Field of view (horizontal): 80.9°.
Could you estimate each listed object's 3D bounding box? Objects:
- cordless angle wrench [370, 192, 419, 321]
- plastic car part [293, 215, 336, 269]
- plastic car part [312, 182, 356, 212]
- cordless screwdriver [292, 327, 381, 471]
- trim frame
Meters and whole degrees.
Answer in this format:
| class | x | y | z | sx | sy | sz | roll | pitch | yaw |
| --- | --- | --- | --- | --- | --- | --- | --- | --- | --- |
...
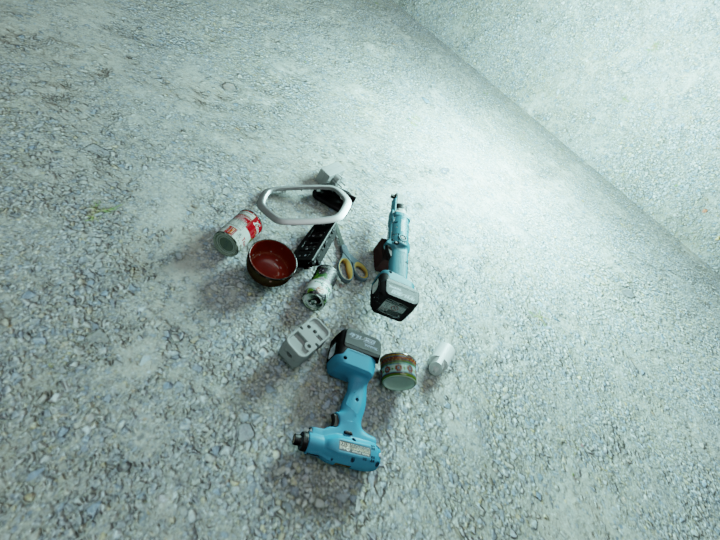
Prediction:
| class | x | y | z | sx | sy | sz | roll | pitch | yaw |
| --- | --- | --- | --- | --- | --- | --- | --- | --- | --- |
| cordless angle wrench | 0.094 | -0.066 | 1.076 | 0.096 | 0.074 | 0.432 | 20 | 43 | -11 |
| plastic car part | -0.102 | -0.067 | 1.045 | 0.064 | 0.069 | 0.205 | 59 | 35 | -32 |
| plastic car part | -0.072 | -0.217 | 1.209 | 0.117 | 0.066 | 0.071 | 29 | 28 | 1 |
| cordless screwdriver | -0.039 | 0.234 | 0.805 | 0.155 | 0.074 | 0.255 | 17 | 49 | -15 |
| trim frame | -0.145 | -0.175 | 1.099 | 0.245 | 0.027 | 0.192 | -7 | 45 | -10 |
